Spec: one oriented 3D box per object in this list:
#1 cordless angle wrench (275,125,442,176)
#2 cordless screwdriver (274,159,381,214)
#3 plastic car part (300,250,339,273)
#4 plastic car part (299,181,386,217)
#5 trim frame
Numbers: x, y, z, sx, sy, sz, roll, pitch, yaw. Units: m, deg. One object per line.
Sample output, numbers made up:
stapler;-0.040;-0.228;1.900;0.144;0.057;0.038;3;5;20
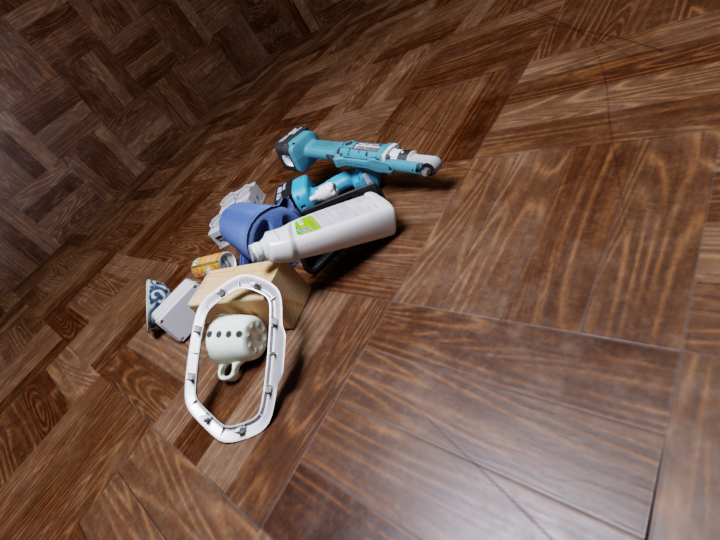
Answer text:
cordless angle wrench;-0.017;-0.238;0.870;0.448;0.071;0.097;21;58;43
cordless screwdriver;-0.071;-0.203;0.968;0.254;0.071;0.163;-19;38;19
plastic car part;-0.080;-0.052;0.819;0.116;0.064;0.073;-46;19;-7
plastic car part;-0.041;-0.126;0.859;0.209;0.064;0.068;-18;27;25
trim frame;-0.192;0.126;0.644;0.190;0.026;0.253;-4;70;22
